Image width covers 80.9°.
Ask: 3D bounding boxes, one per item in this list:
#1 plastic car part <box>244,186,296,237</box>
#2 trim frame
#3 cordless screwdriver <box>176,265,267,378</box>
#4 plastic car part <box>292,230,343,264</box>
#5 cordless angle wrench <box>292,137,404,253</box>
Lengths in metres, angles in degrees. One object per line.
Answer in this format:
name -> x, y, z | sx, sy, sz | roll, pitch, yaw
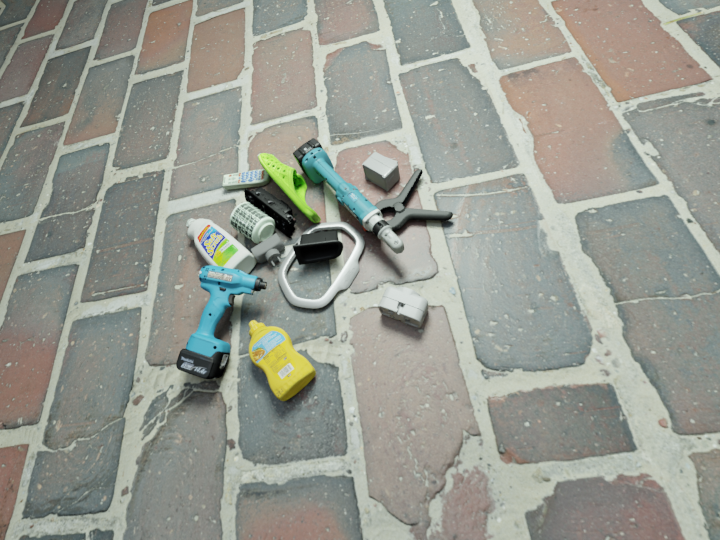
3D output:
plastic car part -> -0.240, -0.171, 1.138 | 0.213, 0.064, 0.066 | 33, 64, 28
trim frame -> -0.095, -0.019, 1.032 | 0.193, 0.026, 0.248 | 22, 68, 26
cordless screwdriver -> -0.312, 0.117, 0.960 | 0.162, 0.072, 0.251 | 8, 76, 9
plastic car part -> -0.100, -0.065, 1.020 | 0.117, 0.063, 0.073 | -11, 46, 5
cordless angle wrench -> -0.030, -0.186, 1.048 | 0.074, 0.093, 0.446 | -37, 55, -5
